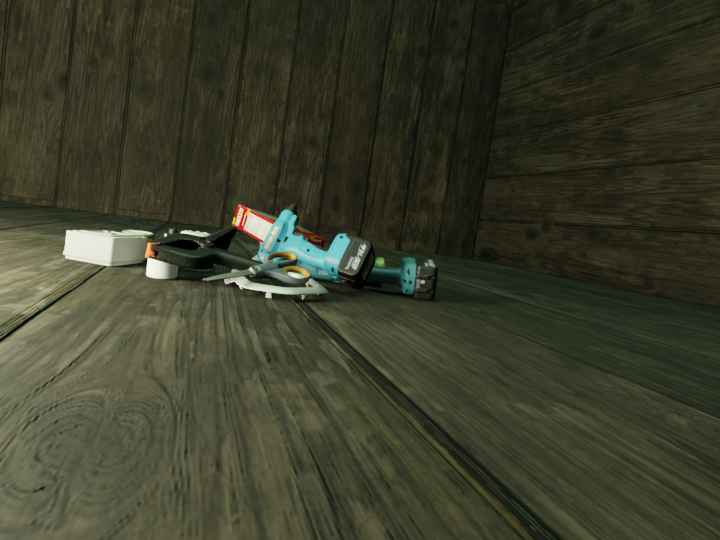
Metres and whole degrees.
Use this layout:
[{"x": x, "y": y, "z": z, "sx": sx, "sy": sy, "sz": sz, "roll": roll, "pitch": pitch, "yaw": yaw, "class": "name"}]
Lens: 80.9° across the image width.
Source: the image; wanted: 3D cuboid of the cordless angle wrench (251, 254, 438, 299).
[{"x": -0.046, "y": -0.002, "z": 0.964, "sx": 0.429, "sy": 0.073, "sz": 0.098, "roll": 5, "pitch": 15, "yaw": 8, "class": "cordless angle wrench"}]

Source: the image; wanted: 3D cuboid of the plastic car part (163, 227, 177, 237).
[{"x": -0.470, "y": -0.069, "z": 1.053, "sx": 0.063, "sy": 0.070, "sz": 0.123, "roll": 7, "pitch": 8, "yaw": -34, "class": "plastic car part"}]

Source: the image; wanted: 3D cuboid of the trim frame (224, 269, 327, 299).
[{"x": -0.165, "y": 0.022, "z": 0.805, "sx": 0.178, "sy": 0.027, "sz": 0.258, "roll": 7, "pitch": 8, "yaw": -21, "class": "trim frame"}]

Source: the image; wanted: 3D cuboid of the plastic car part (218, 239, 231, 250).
[{"x": -0.386, "y": -0.059, "z": 1.046, "sx": 0.069, "sy": 0.066, "sz": 0.199, "roll": 17, "pitch": 6, "yaw": 10, "class": "plastic car part"}]

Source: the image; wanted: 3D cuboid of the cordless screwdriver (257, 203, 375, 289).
[{"x": -0.090, "y": -0.059, "z": 0.921, "sx": 0.258, "sy": 0.160, "sz": 0.071, "roll": 14, "pitch": -24, "yaw": 21, "class": "cordless screwdriver"}]
